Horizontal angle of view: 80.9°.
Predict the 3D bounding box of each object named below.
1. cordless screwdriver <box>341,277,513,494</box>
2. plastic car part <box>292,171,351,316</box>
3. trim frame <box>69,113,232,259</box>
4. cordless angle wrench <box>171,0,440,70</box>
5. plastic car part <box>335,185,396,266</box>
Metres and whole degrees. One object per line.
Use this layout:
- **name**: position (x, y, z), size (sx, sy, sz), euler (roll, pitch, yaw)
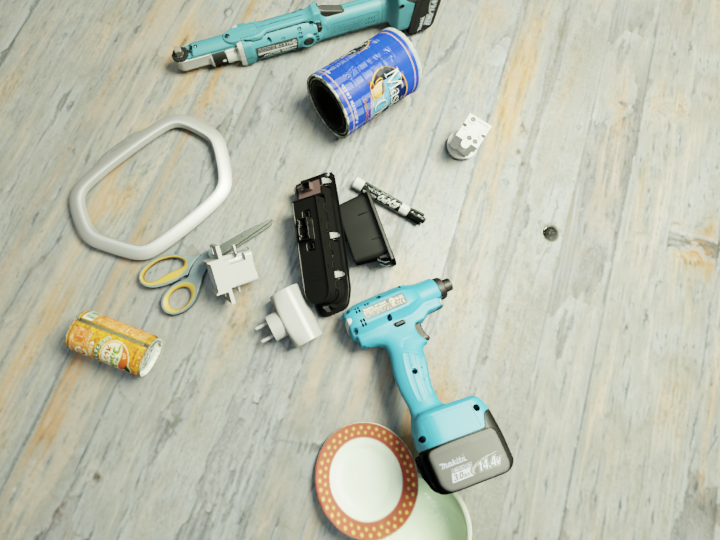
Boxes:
- **cordless screwdriver**: position (0.097, 0.128, 0.532), size (0.158, 0.072, 0.260), euler (-23, 61, -9)
- **plastic car part**: position (-0.057, -0.037, 0.585), size (0.068, 0.064, 0.205), euler (-13, 82, 20)
- **trim frame**: position (-0.303, -0.127, 0.621), size (0.247, 0.027, 0.186), euler (-44, 83, -10)
- **cordless angle wrench**: position (-0.088, -0.386, 0.669), size (0.421, 0.097, 0.075), euler (-17, 81, -3)
- **plastic car part**: position (0.001, -0.054, 0.607), size (0.071, 0.064, 0.119), euler (-23, 76, 4)
